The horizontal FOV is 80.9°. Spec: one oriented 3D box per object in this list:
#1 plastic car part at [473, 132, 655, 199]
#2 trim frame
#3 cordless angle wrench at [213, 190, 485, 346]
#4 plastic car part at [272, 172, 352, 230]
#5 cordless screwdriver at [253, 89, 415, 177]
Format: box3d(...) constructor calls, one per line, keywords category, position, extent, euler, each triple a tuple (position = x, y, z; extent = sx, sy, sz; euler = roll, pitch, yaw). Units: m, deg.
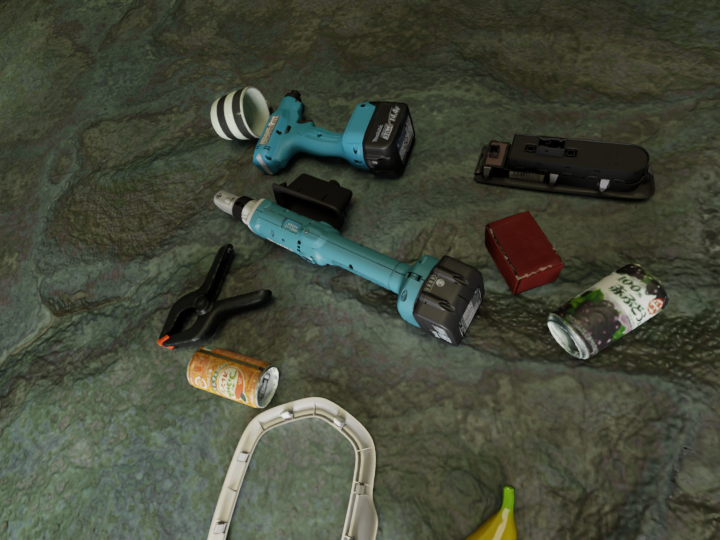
box3d(category="plastic car part", position=(0.256, -0.139, 0.532), extent=(0.211, 0.064, 0.066), euler=(16, 63, 22))
box3d(category="trim frame", position=(-0.074, 0.265, 0.456), extent=(0.191, 0.026, 0.251), euler=(8, 66, 21))
box3d(category="cordless angle wrench", position=(-0.056, -0.036, 0.568), extent=(0.445, 0.093, 0.074), euler=(25, 77, 30))
box3d(category="plastic car part", position=(-0.061, -0.107, 0.624), extent=(0.121, 0.063, 0.071), euler=(19, 57, 21))
box3d(category="cordless screwdriver", position=(-0.042, -0.225, 0.666), extent=(0.259, 0.070, 0.161), euler=(8, 67, 25))
